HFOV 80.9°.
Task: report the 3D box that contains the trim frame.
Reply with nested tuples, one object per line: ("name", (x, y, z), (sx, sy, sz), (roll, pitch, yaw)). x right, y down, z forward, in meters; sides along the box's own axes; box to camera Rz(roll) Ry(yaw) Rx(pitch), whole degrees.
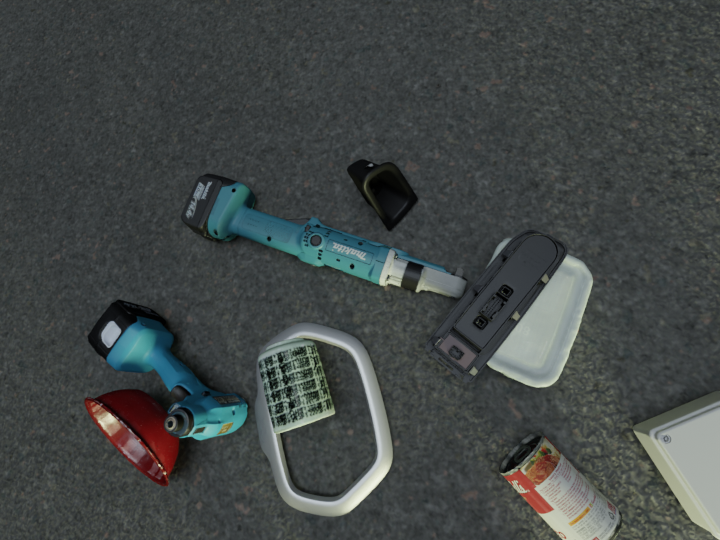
("trim frame", (-0.059, 0.194, 0.577), (0.186, 0.026, 0.254), (-18, 73, 8))

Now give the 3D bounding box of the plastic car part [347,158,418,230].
("plastic car part", (0.022, -0.122, 0.606), (0.066, 0.110, 0.075), (-49, 49, -3))

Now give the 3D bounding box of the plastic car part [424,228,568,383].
("plastic car part", (0.159, 0.029, 0.487), (0.069, 0.064, 0.202), (38, 84, 25))

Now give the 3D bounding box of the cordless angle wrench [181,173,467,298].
("cordless angle wrench", (-0.061, -0.040, 0.621), (0.436, 0.072, 0.098), (19, 81, 16))

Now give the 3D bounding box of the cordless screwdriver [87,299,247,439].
("cordless screwdriver", (-0.277, 0.137, 0.580), (0.259, 0.153, 0.074), (33, 85, 20))
